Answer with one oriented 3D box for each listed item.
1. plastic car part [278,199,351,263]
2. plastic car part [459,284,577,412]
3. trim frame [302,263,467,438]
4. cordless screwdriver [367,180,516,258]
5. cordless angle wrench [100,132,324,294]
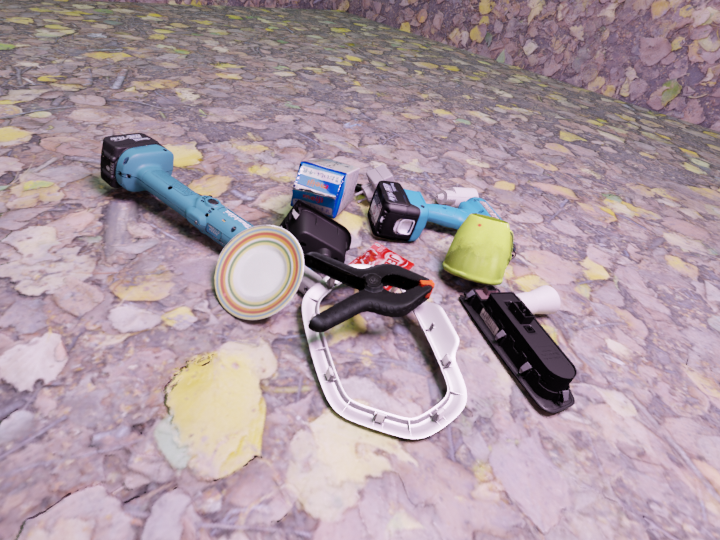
[{"bbox_3d":[-0.061,-0.040,0.626,0.113,0.066,0.073,29,32,-19],"label":"plastic car part"},{"bbox_3d":[0.215,0.087,0.563,0.064,0.066,0.212,4,40,-23],"label":"plastic car part"},{"bbox_3d":[0.027,0.081,0.523,0.180,0.027,0.260,-7,46,-16],"label":"trim frame"},{"bbox_3d":[0.146,-0.084,0.754,0.242,0.073,0.166,4,38,-16],"label":"cordless screwdriver"},{"bbox_3d":[-0.232,-0.085,0.652,0.437,0.073,0.095,33,33,17],"label":"cordless angle wrench"}]
